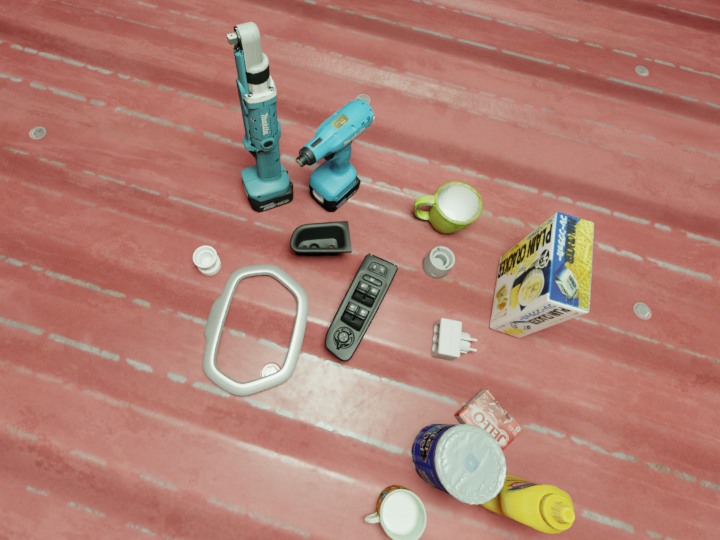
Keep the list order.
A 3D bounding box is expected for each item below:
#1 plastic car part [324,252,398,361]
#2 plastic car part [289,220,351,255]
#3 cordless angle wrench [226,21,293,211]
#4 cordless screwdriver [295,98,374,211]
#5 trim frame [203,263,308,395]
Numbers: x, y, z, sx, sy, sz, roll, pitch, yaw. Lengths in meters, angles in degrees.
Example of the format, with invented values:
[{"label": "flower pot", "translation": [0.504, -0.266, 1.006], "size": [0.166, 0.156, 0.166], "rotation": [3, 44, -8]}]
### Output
[{"label": "plastic car part", "translation": [-0.004, 0.071, 0.788], "size": [0.067, 0.066, 0.203], "rotation": [26, 69, 5]}, {"label": "plastic car part", "translation": [-0.081, -0.053, 0.833], "size": [0.116, 0.070, 0.067], "rotation": [-4, 70, -6]}, {"label": "cordless angle wrench", "translation": [-0.167, -0.233, 0.715], "size": [0.096, 0.417, 0.076], "rotation": [-20, 75, -14]}, {"label": "cordless screwdriver", "translation": [-0.059, -0.193, 0.797], "size": [0.076, 0.245, 0.158], "rotation": [43, 71, 8]}, {"label": "trim frame", "translation": [-0.195, 0.103, 0.786], "size": [0.185, 0.027, 0.252], "rotation": [10, 68, 1]}]
